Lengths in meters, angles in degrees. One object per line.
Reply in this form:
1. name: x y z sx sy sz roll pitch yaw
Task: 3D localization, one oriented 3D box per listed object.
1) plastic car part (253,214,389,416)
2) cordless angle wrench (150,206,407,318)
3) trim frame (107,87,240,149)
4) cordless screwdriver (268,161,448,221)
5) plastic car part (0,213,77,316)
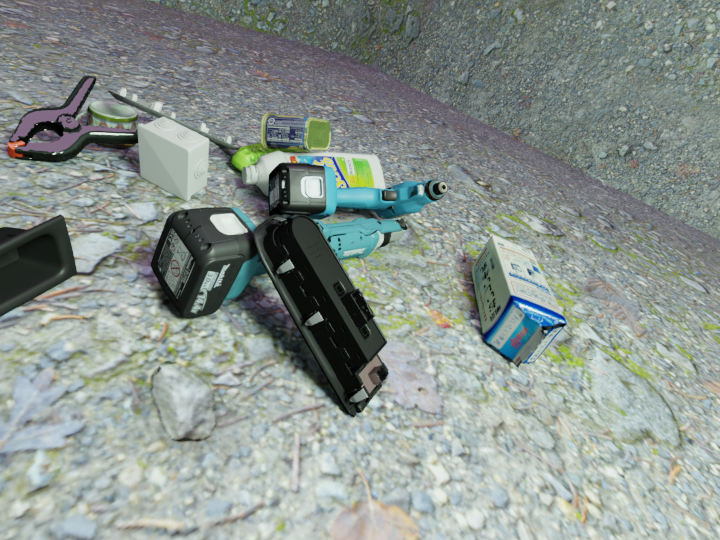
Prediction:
1. plastic car part: -0.032 0.030 0.398 0.064 0.068 0.205 -29 84 -47
2. cordless angle wrench: -0.055 -0.036 0.558 0.077 0.098 0.406 46 33 21
3. trim frame: -0.312 -0.259 0.730 0.191 0.027 0.241 25 10 16
4. cordless screwdriver: -0.006 -0.115 0.635 0.239 0.074 0.165 -1 -2 -27
5. plastic car part: -0.322 -0.003 0.366 0.073 0.064 0.116 13 31 14
